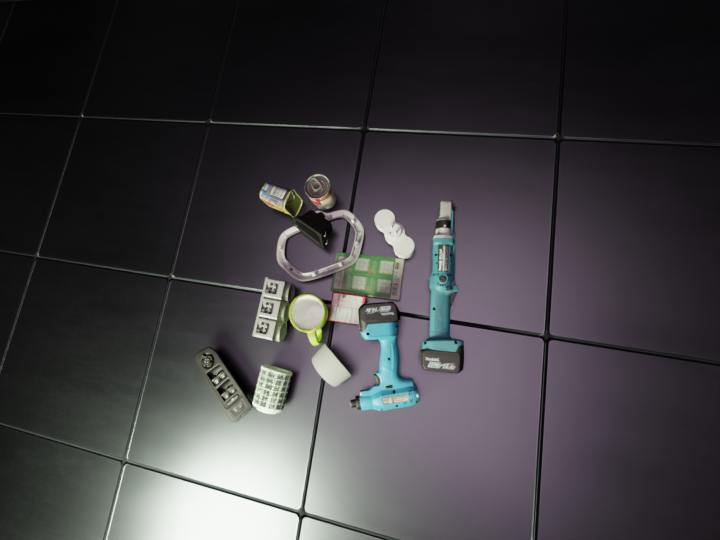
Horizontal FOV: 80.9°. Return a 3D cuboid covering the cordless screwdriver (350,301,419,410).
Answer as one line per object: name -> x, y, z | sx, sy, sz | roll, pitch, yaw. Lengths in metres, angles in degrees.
cordless screwdriver -> 0.037, 0.202, 1.001 | 0.160, 0.073, 0.251 | -11, 83, 3

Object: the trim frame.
trim frame -> -0.111, -0.073, 1.134 | 0.251, 0.026, 0.190 | -20, 66, 9

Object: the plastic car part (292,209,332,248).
plastic car part -> -0.119, -0.123, 1.119 | 0.070, 0.063, 0.122 | -41, 62, -19

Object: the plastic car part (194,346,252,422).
plastic car part -> -0.347, 0.282, 1.086 | 0.066, 0.065, 0.209 | -43, 75, 7

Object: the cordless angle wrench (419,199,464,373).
cordless angle wrench -> 0.201, 0.027, 1.025 | 0.100, 0.072, 0.428 | 2, 75, 12
